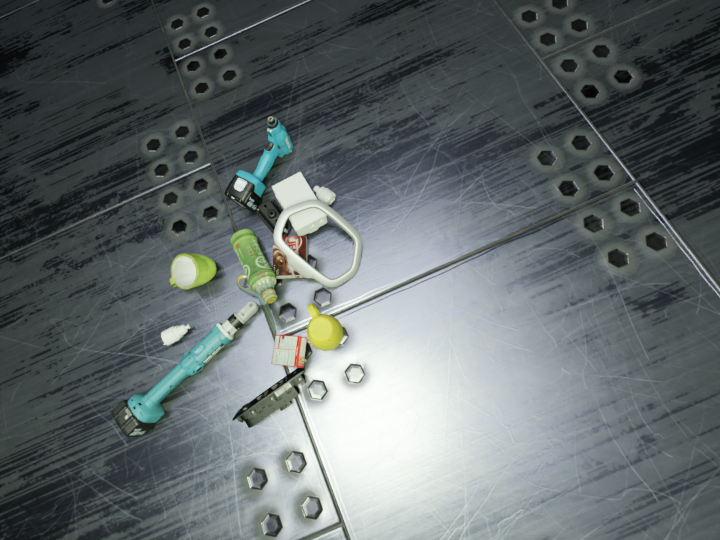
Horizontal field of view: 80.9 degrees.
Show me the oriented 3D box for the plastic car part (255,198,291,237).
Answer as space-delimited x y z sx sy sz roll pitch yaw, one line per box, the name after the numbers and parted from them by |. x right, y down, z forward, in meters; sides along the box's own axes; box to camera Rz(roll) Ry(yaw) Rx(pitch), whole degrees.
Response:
-0.239 -0.149 1.155 0.066 0.068 0.121 -38 69 -5 | plastic car part

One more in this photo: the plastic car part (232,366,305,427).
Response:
-0.211 0.309 1.015 0.202 0.067 0.066 -31 99 -3 | plastic car part

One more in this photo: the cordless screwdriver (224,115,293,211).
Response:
-0.278 -0.294 1.162 0.076 0.155 0.249 28 81 11 | cordless screwdriver

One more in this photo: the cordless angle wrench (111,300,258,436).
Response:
-0.418 0.229 1.056 0.077 0.095 0.421 42 79 18 | cordless angle wrench

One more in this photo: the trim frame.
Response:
-0.106 -0.069 1.085 0.243 0.028 0.184 39 80 -10 | trim frame
